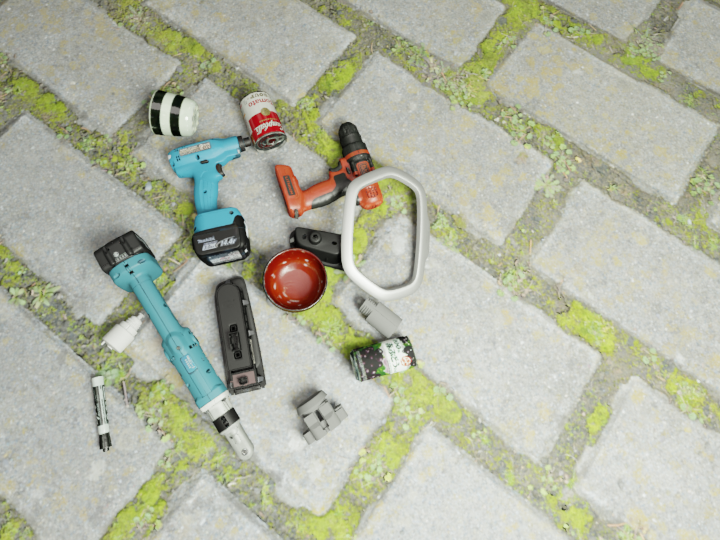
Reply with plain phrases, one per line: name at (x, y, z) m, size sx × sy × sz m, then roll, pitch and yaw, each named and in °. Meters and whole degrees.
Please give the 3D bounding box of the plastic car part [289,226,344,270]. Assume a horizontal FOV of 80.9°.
plastic car part at (-0.075, -0.049, 0.770) m, size 0.116 × 0.070 × 0.067 m, roll 14°, pitch 74°, yaw -1°

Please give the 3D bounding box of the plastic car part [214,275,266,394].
plastic car part at (-0.218, 0.107, 0.732) m, size 0.066 × 0.065 × 0.208 m, roll -14°, pitch 72°, yaw 1°

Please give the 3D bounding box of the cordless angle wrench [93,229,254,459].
cordless angle wrench at (-0.301, 0.127, 0.711) m, size 0.073 × 0.097 × 0.430 m, roll -33°, pitch 81°, yaw -14°

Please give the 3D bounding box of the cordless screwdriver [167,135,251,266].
cordless screwdriver at (-0.259, -0.141, 0.795) m, size 0.158 × 0.073 × 0.256 m, roll -18°, pitch 72°, yaw -6°

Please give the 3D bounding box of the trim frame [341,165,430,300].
trim frame at (0.051, -0.069, 0.768) m, size 0.179 × 0.028 × 0.251 m, roll 5°, pitch 80°, yaw -18°
